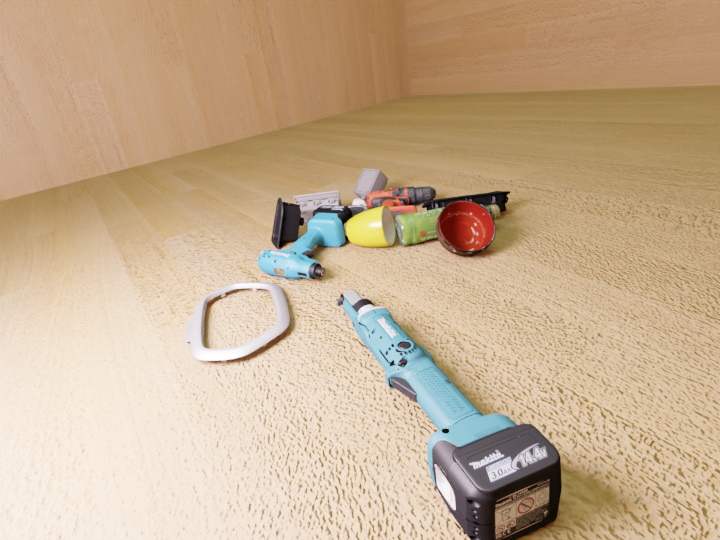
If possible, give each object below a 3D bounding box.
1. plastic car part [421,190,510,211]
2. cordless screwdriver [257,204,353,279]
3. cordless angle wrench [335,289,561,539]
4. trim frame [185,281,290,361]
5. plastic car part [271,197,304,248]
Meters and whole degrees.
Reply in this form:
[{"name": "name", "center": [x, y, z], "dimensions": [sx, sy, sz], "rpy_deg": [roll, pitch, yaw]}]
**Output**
[{"name": "plastic car part", "center": [0.252, -0.148, 0.977], "dimensions": [0.202, 0.068, 0.065], "rpy_deg": [-12, -11, -4]}, {"name": "cordless screwdriver", "center": [-0.091, -0.059, 0.930], "dimensions": [0.167, 0.072, 0.245], "rpy_deg": [9, 36, 32]}, {"name": "cordless angle wrench", "center": [0.058, 0.119, 0.540], "dimensions": [0.096, 0.072, 0.443], "rpy_deg": [-17, 26, -15]}, {"name": "trim frame", "center": [-0.220, 0.082, 0.752], "dimensions": [0.182, 0.027, 0.260], "rpy_deg": [-15, 29, -11]}, {"name": "plastic car part", "center": [-0.175, -0.116, 1.038], "dimensions": [0.068, 0.115, 0.069], "rpy_deg": [6, 18, -26]}]
